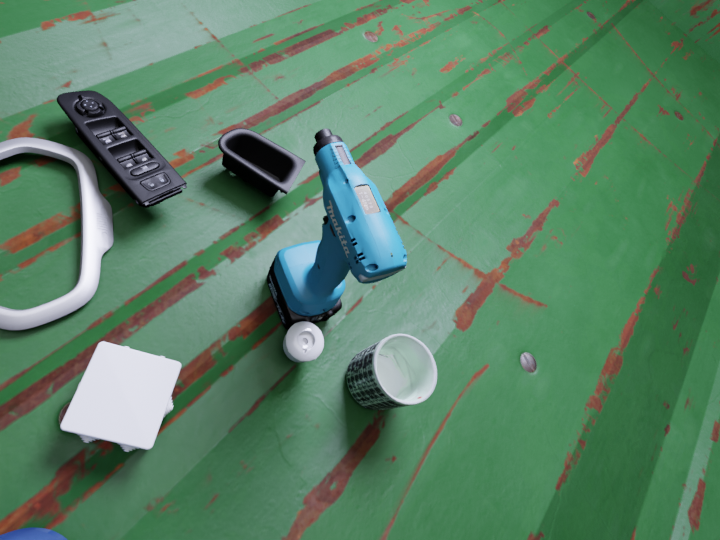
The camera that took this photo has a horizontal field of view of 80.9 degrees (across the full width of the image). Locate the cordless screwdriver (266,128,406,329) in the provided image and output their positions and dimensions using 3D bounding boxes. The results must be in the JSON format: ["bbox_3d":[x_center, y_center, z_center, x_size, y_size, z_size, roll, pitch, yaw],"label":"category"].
[{"bbox_3d":[-0.048,-0.031,0.488,0.072,0.251,0.163,-13,74,-29],"label":"cordless screwdriver"}]

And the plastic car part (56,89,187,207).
[{"bbox_3d":[-0.316,-0.158,0.557,0.065,0.067,0.206,-38,83,-31],"label":"plastic car part"}]

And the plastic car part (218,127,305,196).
[{"bbox_3d":[-0.150,-0.150,0.612,0.115,0.071,0.066,29,59,-7],"label":"plastic car part"}]

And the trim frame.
[{"bbox_3d":[-0.395,-0.052,0.499,0.178,0.027,0.255,-7,68,-23],"label":"trim frame"}]
